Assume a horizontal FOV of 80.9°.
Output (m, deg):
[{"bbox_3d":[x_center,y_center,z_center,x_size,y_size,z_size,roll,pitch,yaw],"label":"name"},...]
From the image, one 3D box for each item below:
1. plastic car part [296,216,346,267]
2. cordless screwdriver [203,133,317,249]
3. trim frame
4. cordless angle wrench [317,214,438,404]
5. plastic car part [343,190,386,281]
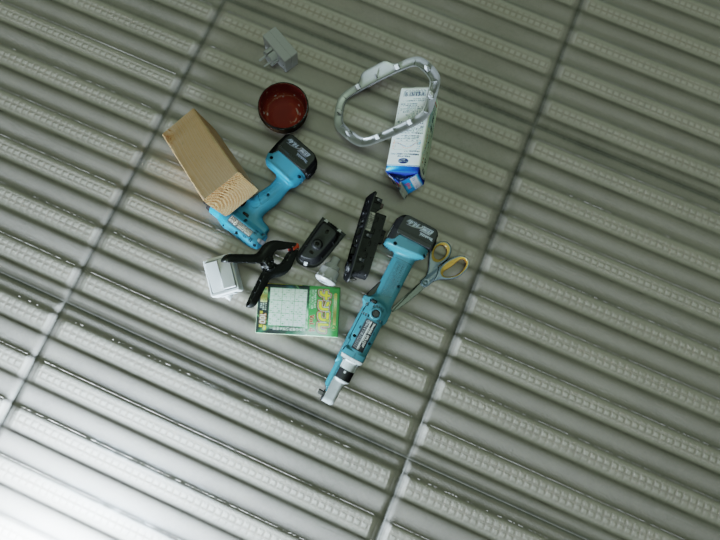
[{"bbox_3d":[-0.089,-0.058,0.909,0.066,0.070,0.116,37,80,2],"label":"plastic car part"},{"bbox_3d":[-0.217,-0.187,0.926,0.161,0.073,0.248,36,86,5],"label":"cordless screwdriver"},{"bbox_3d":[0.052,-0.374,0.929,0.255,0.026,0.189,-19,69,23],"label":"trim frame"},{"bbox_3d":[0.028,0.087,0.891,0.098,0.074,0.423,27,84,1],"label":"cordless angle wrench"},{"bbox_3d":[0.012,-0.065,0.917,0.065,0.068,0.203,24,81,-19],"label":"plastic car part"}]
